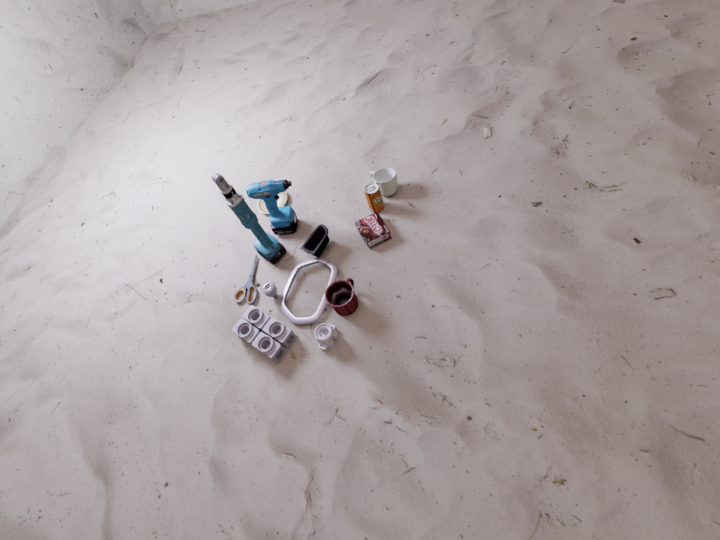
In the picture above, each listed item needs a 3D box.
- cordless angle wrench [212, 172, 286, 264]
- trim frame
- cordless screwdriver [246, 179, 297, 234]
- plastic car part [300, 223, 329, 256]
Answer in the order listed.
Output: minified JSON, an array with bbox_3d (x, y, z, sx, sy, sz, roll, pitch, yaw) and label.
[{"bbox_3d":[-0.368,-0.168,1.392,0.103,0.402,0.074,31,71,32],"label":"cordless angle wrench"},{"bbox_3d":[-0.168,0.064,1.398,0.192,0.026,0.251,8,61,25],"label":"trim frame"},{"bbox_3d":[-0.285,-0.231,1.507,0.163,0.237,0.076,-6,56,14],"label":"cordless screwdriver"},{"bbox_3d":[-0.144,-0.094,1.469,0.069,0.067,0.116,25,69,31],"label":"plastic car part"}]
